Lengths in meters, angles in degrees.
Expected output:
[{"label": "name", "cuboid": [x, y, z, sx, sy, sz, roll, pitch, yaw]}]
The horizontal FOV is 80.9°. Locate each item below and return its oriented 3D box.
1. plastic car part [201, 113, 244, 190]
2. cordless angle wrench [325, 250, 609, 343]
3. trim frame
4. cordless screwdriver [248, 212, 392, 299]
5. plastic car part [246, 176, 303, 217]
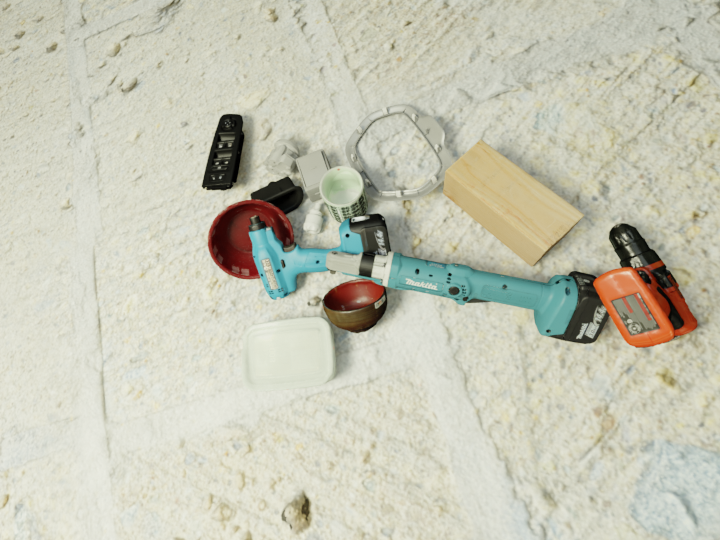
[{"label": "plastic car part", "cuboid": [-0.285, -0.253, 0.916, 0.068, 0.064, 0.207, -7, 67, 16]}, {"label": "cordless angle wrench", "cuboid": [0.151, 0.020, 0.677, 0.431, 0.095, 0.075, 11, 31, 10]}, {"label": "trim frame", "cuboid": [0.069, -0.236, 0.827, 0.185, 0.026, 0.260, -28, 56, 7]}, {"label": "cordless screwdriver", "cuboid": [-0.075, -0.049, 0.762, 0.252, 0.075, 0.155, -14, 106, 9]}, {"label": "plastic car part", "cuboid": [-0.178, -0.151, 0.866, 0.116, 0.063, 0.074, -29, 55, -2]}]
